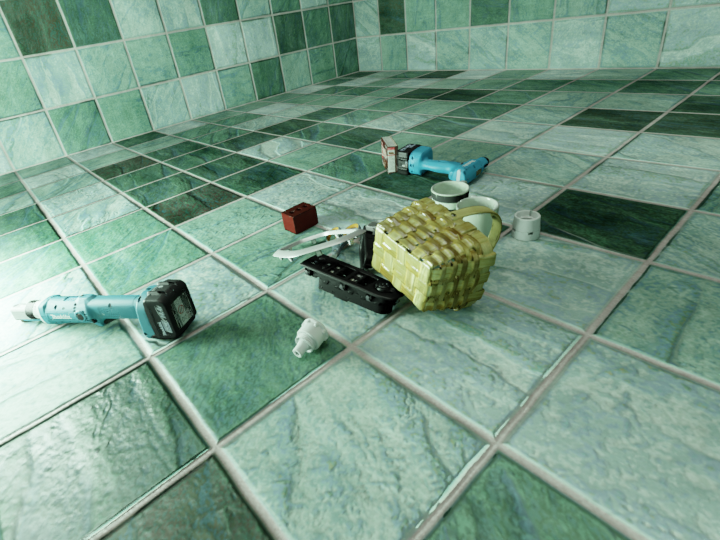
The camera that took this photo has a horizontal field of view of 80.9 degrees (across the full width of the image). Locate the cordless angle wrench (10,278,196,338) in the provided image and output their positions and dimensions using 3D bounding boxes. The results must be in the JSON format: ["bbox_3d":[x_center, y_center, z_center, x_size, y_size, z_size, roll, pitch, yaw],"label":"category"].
[{"bbox_3d":[-0.527,0.077,0.827,0.435,0.095,0.074,-2,28,18],"label":"cordless angle wrench"}]

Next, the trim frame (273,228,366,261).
[{"bbox_3d":[-0.087,-0.057,0.891,0.180,0.027,0.257,-24,11,-22],"label":"trim frame"}]

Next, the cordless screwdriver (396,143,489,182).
[{"bbox_3d":[0.242,-0.322,1.258,0.263,0.072,0.156,25,45,37],"label":"cordless screwdriver"}]

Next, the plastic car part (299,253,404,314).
[{"bbox_3d":[-0.016,0.028,0.773,0.213,0.066,0.064,17,20,31],"label":"plastic car part"}]

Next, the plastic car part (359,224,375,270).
[{"bbox_3d":[0.035,-0.035,0.880,0.070,0.064,0.120,4,34,-7],"label":"plastic car part"}]
